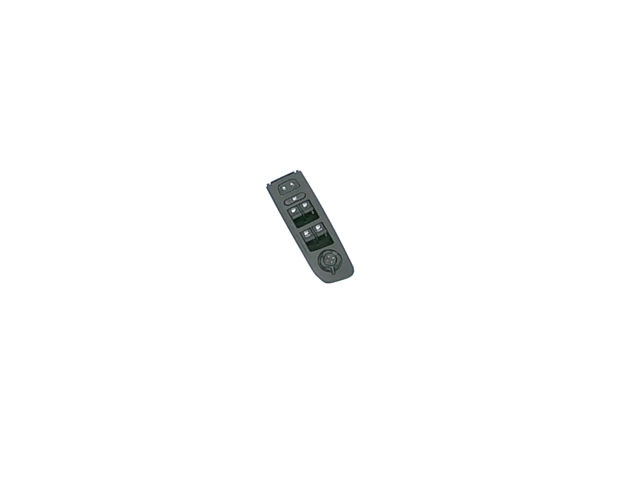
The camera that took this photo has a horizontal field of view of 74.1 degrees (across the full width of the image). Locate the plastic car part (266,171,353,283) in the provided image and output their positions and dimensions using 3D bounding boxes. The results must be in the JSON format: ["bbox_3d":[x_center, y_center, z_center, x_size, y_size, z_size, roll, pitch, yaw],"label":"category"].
[{"bbox_3d":[-0.018,-0.012,0.703,0.066,0.203,0.067,-24,-22,-18],"label":"plastic car part"}]
